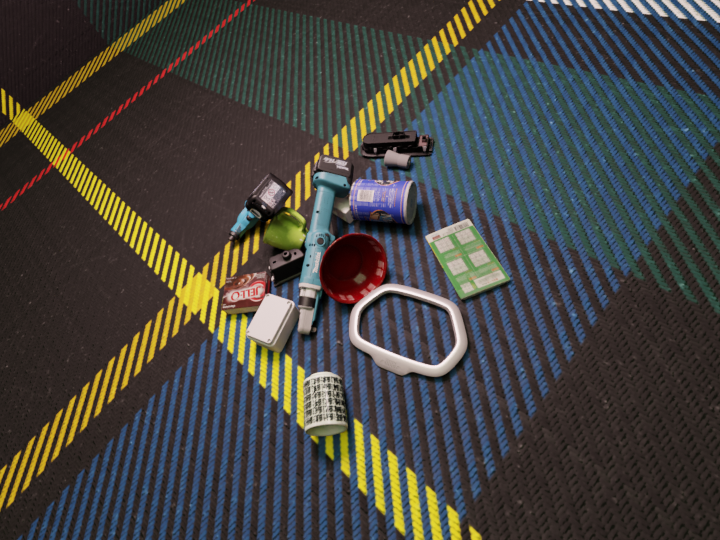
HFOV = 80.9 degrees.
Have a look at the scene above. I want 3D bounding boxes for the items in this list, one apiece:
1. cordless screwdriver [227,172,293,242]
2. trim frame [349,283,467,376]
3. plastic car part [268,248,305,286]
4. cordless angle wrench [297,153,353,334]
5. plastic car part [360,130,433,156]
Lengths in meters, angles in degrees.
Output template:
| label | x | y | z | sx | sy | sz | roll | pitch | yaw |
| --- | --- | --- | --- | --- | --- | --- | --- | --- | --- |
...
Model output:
| label | x | y | z | sx | sy | sz | roll | pitch | yaw |
| --- | --- | --- | --- | --- | --- | --- | --- | --- | --- |
| cordless screwdriver | -0.269 | -0.149 | 1.079 | 0.159 | 0.072 | 0.256 | -56 | 18 | -18 |
| trim frame | 0.093 | 0.120 | 0.873 | 0.260 | 0.026 | 0.185 | 16 | 64 | 26 |
| plastic car part | -0.177 | -0.020 | 1.035 | 0.117 | 0.067 | 0.069 | -24 | 56 | 7 |
| cordless angle wrench | -0.097 | -0.063 | 0.992 | 0.096 | 0.075 | 0.428 | 12 | 74 | -11 |
| plastic car part | 0.090 | -0.348 | 1.155 | 0.211 | 0.063 | 0.067 | 2 | 67 | 24 |
